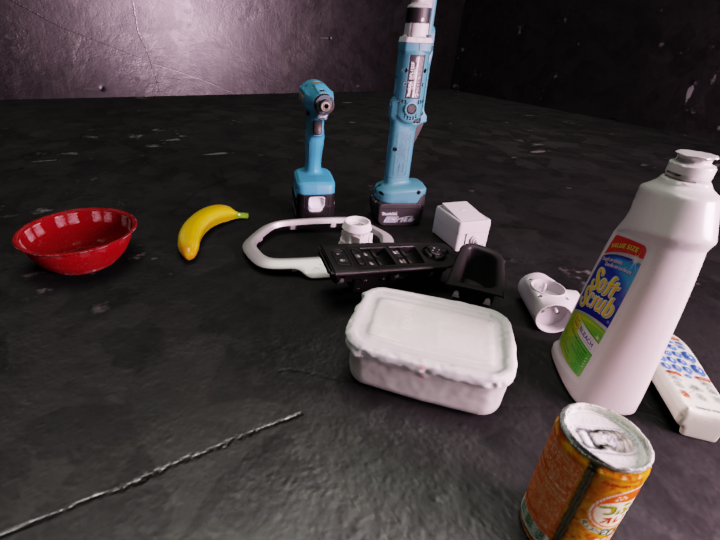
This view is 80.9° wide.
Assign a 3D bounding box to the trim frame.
[{"bbox_3d":[-0.068,-0.044,0.695,0.245,0.027,0.192,-4,30,-11],"label":"trim frame"}]

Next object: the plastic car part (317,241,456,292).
[{"bbox_3d":[0.044,-0.002,0.589,0.198,0.065,0.069,-7,30,-17],"label":"plastic car part"}]

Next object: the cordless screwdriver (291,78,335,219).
[{"bbox_3d":[-0.079,-0.205,0.758,0.073,0.243,0.166,-2,29,-14],"label":"cordless screwdriver"}]

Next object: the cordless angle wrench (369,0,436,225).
[{"bbox_3d":[0.083,-0.285,0.740,0.097,0.413,0.077,1,28,-9],"label":"cordless angle wrench"}]

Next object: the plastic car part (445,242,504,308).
[{"bbox_3d":[0.149,0.021,0.553,0.068,0.069,0.116,13,30,16],"label":"plastic car part"}]
